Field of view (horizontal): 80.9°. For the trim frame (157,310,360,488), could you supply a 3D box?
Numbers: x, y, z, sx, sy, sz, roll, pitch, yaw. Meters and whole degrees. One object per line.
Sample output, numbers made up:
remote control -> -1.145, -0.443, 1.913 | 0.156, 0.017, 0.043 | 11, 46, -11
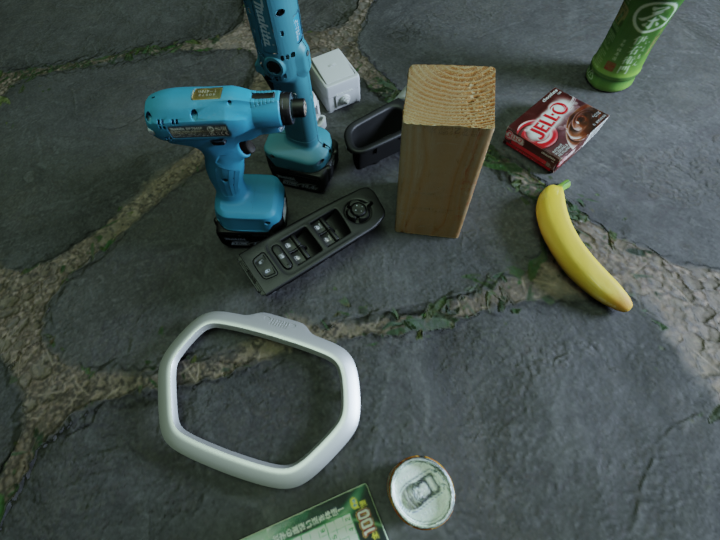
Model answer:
trim frame -> -0.122, 0.137, 0.494 | 0.255, 0.026, 0.186 | 12, 64, 13

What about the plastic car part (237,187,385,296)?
plastic car part -> -0.054, -0.036, 0.557 | 0.201, 0.065, 0.069 | -34, 65, -12

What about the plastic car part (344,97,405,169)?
plastic car part -> 0.027, -0.192, 0.629 | 0.115, 0.068, 0.069 | -31, 65, -11

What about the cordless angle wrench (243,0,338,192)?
cordless angle wrench -> -0.090, -0.246, 0.479 | 0.100, 0.409, 0.075 | 16, 65, 10

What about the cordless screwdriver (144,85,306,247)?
cordless screwdriver -> -0.130, -0.117, 0.510 | 0.161, 0.240, 0.076 | 1, 63, 4
